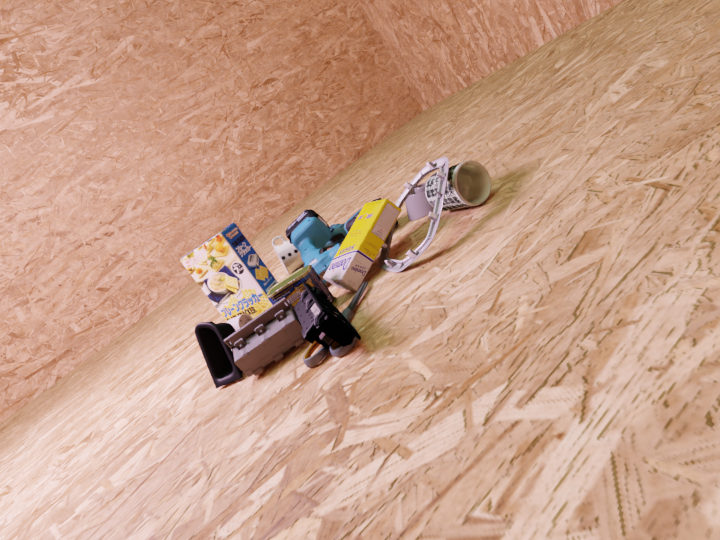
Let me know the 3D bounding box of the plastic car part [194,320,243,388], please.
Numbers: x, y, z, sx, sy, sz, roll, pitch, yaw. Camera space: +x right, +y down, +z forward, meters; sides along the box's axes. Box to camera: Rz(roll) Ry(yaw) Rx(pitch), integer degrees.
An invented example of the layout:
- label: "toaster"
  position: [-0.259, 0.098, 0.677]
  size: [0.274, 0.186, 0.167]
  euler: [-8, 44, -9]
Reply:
- label: "plastic car part"
  position: [-0.240, 0.138, 0.760]
  size: [0.067, 0.118, 0.068]
  euler: [-29, -10, 24]

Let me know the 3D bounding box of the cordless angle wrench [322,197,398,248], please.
- label: "cordless angle wrench"
  position: [-0.063, -0.095, 1.114]
  size: [0.097, 0.073, 0.437]
  euler: [-43, 16, -25]

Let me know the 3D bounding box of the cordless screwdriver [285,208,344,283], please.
- label: "cordless screwdriver"
  position: [-0.094, -0.062, 0.963]
  size: [0.160, 0.071, 0.259]
  euler: [-41, 31, 14]

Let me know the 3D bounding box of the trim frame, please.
- label: "trim frame"
  position: [0.095, -0.103, 0.760]
  size: [0.188, 0.027, 0.251]
  euler: [-32, 32, 51]

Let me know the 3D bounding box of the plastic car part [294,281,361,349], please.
- label: "plastic car part"
  position: [-0.061, 0.068, 0.627]
  size: [0.067, 0.064, 0.209]
  euler: [-59, 18, 5]
